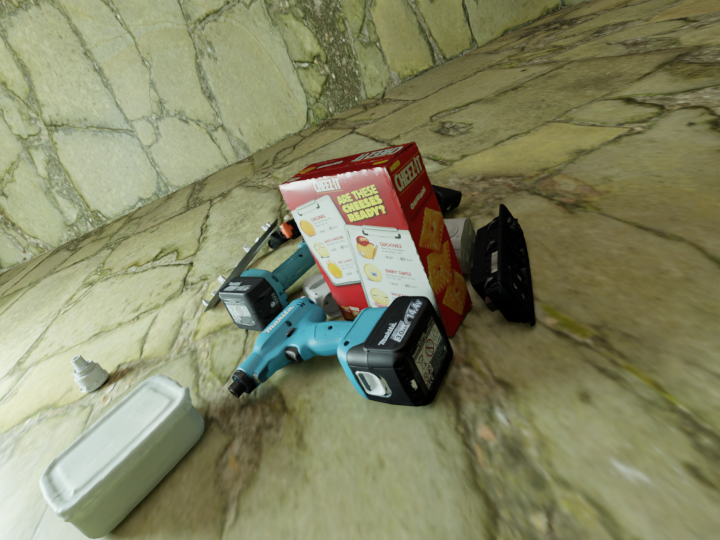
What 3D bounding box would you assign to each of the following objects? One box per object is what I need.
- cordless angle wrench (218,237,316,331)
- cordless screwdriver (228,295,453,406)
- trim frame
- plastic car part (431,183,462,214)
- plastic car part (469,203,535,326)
[{"bbox_3d":[-0.077,-0.050,0.788,0.103,0.072,0.417,-2,32,40],"label":"cordless angle wrench"},{"bbox_3d":[-0.036,0.097,0.479,0.260,0.072,0.157,-3,33,44],"label":"cordless screwdriver"},{"bbox_3d":[-0.233,-0.016,0.826,0.186,0.027,0.250,-45,14,38],"label":"trim frame"},{"bbox_3d":[0.135,-0.129,0.764,0.069,0.064,0.123,-20,25,-26],"label":"plastic car part"},{"bbox_3d":[0.171,-0.011,0.516,0.068,0.065,0.203,-39,15,39],"label":"plastic car part"}]
